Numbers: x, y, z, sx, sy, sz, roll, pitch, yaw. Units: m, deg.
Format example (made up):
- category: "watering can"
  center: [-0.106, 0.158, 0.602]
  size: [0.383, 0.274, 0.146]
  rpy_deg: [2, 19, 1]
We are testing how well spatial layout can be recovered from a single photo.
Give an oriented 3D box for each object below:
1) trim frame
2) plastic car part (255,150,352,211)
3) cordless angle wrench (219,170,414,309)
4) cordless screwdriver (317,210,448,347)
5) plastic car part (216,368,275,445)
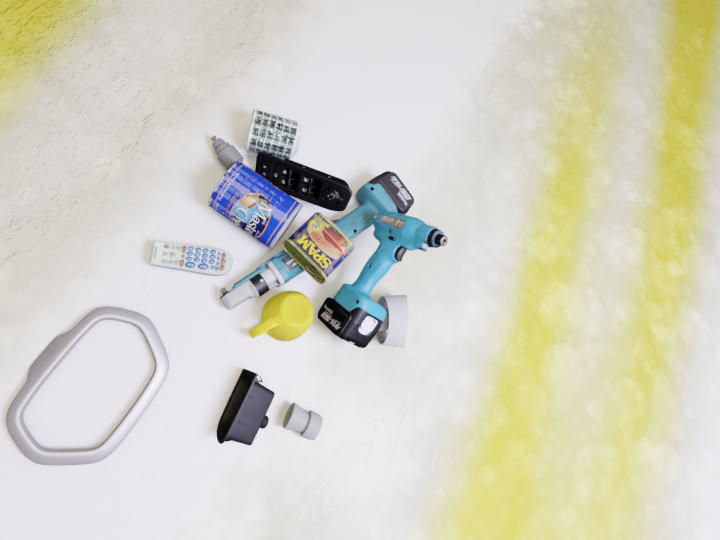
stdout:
- category: "trim frame"
  center: [-0.416, 0.175, 0.657]
  size: [0.182, 0.028, 0.249]
  rpy_deg: [33, 68, -6]
- category: "plastic car part"
  center: [-0.105, -0.172, 0.818]
  size: [0.210, 0.065, 0.066]
  rpy_deg: [25, 29, 17]
- category: "cordless angle wrench"
  center: [-0.079, -0.052, 0.810]
  size: [0.417, 0.075, 0.099]
  rpy_deg: [-36, 88, -21]
- category: "cordless screwdriver"
  center: [0.039, 0.015, 0.741]
  size: [0.070, 0.168, 0.249]
  rpy_deg: [33, 84, -38]
- category: "plastic car part"
  center: [-0.182, 0.231, 0.695]
  size: [0.068, 0.068, 0.117]
  rpy_deg: [29, 69, -25]
